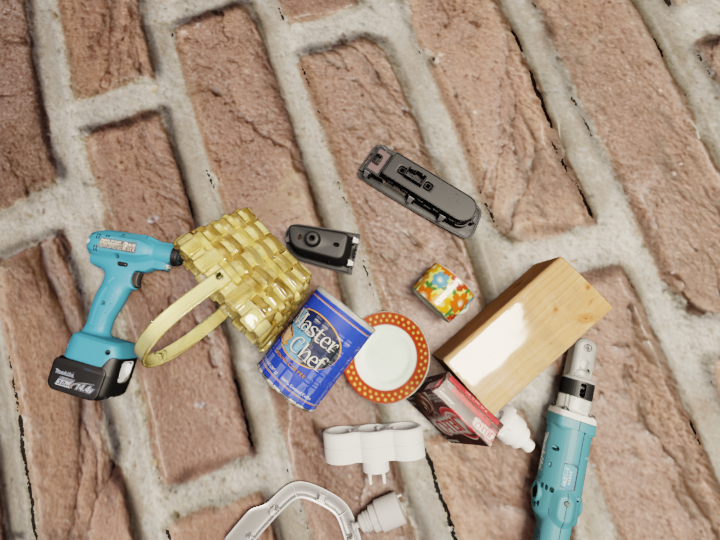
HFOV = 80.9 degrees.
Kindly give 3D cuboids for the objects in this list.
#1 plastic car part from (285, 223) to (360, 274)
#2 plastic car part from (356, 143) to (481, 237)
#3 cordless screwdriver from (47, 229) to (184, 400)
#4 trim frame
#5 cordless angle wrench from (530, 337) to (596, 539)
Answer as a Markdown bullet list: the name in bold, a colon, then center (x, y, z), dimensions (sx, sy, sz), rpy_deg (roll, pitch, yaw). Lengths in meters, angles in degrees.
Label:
- **plastic car part**: center (-0.062, -0.041, 0.635), dimensions (0.117, 0.070, 0.066), rpy_deg (13, 82, 3)
- **plastic car part**: center (0.096, -0.126, 0.641), dimensions (0.206, 0.066, 0.066), rpy_deg (35, 78, 6)
- **cordless screwdriver**: center (-0.360, 0.065, 0.645), dimensions (0.161, 0.073, 0.251), rpy_deg (7, 78, 5)
- **trim frame**: center (-0.105, 0.419, 0.585), dimensions (0.188, 0.027, 0.248), rpy_deg (41, 88, 11)
- **cordless angle wrench**: center (0.250, 0.294, 0.543), dimensions (0.076, 0.096, 0.425), rpy_deg (15, 79, 7)
